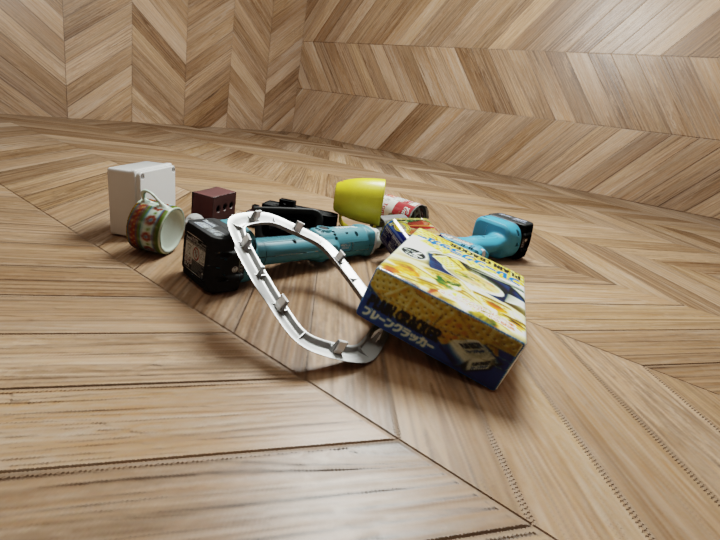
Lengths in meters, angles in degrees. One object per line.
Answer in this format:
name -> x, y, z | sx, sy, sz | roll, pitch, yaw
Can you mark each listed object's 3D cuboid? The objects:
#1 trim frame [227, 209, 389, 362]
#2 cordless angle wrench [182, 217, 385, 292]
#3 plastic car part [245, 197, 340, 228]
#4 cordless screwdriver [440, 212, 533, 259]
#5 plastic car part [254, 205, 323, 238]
trim frame -> -0.060, 0.005, 0.491 | 0.175, 0.027, 0.261 | 4, 39, -43
cordless angle wrench -> -0.066, -0.043, 0.671 | 0.405, 0.073, 0.104 | -10, 28, -45
plastic car part -> -0.126, -0.101, 0.813 | 0.207, 0.066, 0.065 | 16, 13, 11
cordless screwdriver -> 0.214, -0.061, 0.823 | 0.239, 0.073, 0.168 | -17, 32, -41
plastic car part -> -0.129, -0.078, 0.745 | 0.114, 0.066, 0.072 | -2, 3, -12
